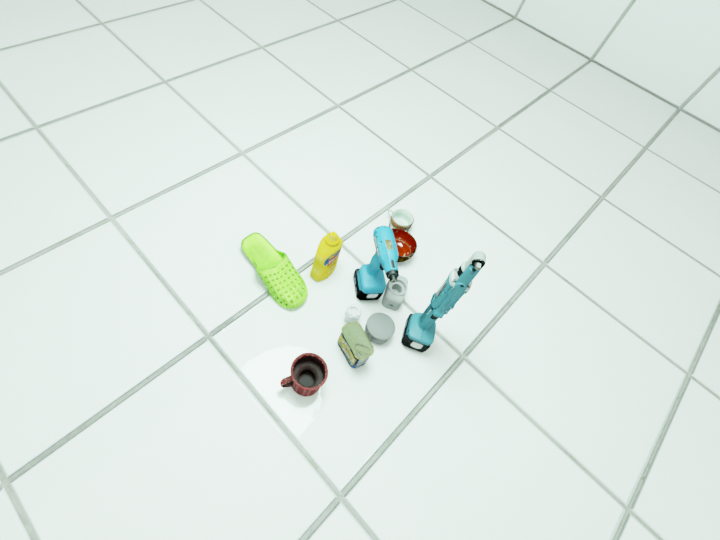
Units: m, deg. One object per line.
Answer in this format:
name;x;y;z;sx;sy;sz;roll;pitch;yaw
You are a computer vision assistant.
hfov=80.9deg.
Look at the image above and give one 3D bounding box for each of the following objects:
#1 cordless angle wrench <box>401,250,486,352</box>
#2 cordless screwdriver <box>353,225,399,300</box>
cordless angle wrench;0.202;0.077;1.036;0.075;0.417;0.099;21;55;-1
cordless screwdriver;0.048;0.010;1.161;0.073;0.245;0.165;0;57;-15
